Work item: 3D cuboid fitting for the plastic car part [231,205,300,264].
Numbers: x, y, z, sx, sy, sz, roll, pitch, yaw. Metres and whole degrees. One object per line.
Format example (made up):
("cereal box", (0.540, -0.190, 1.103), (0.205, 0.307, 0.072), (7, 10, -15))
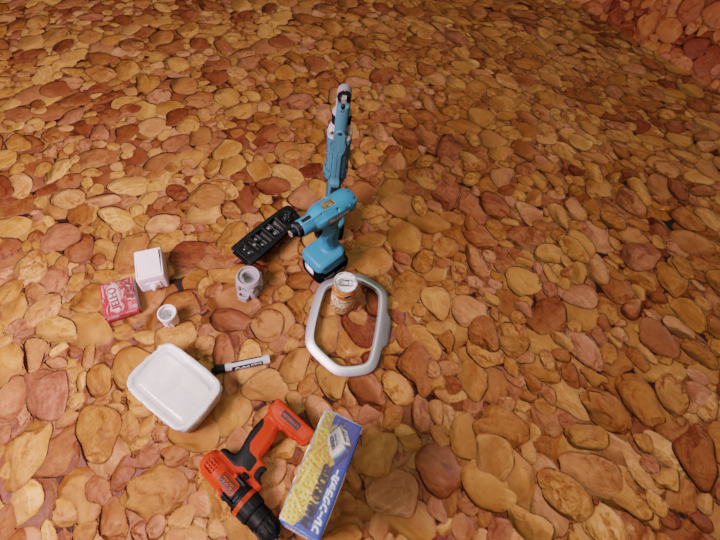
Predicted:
("plastic car part", (-0.224, -0.082, 1.040), (0.068, 0.065, 0.201), (32, 60, 15))

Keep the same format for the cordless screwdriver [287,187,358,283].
("cordless screwdriver", (-0.090, -0.059, 0.925), (0.156, 0.243, 0.077), (-35, 68, -26))

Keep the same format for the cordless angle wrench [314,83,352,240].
("cordless angle wrench", (-0.055, -0.223, 0.937), (0.074, 0.413, 0.100), (6, 57, -5))

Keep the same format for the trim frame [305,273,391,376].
("trim frame", (-0.023, 0.114, 0.941), (0.185, 0.027, 0.253), (10, 56, 3))
